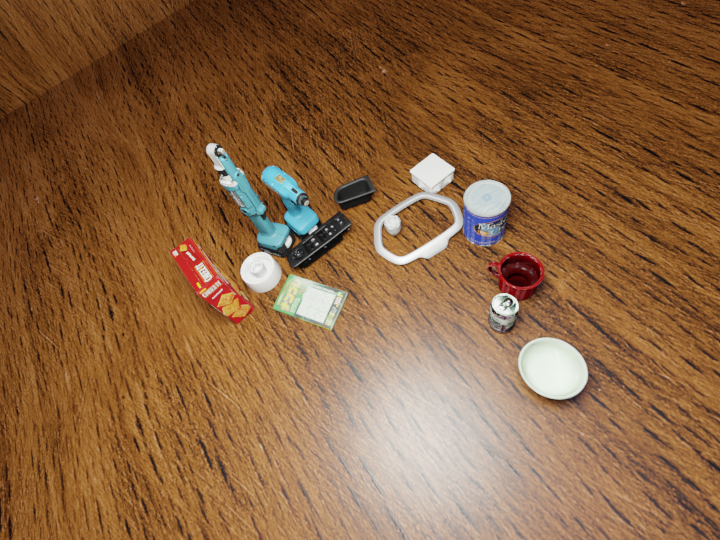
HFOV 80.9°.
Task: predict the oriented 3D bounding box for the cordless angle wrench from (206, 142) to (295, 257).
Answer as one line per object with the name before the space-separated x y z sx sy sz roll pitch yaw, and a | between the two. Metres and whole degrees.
cordless angle wrench | -0.277 -0.168 1.064 0.102 0.404 0.075 16 67 21

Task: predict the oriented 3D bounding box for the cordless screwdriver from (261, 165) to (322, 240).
cordless screwdriver | -0.163 -0.160 1.124 0.074 0.237 0.167 -44 61 -12

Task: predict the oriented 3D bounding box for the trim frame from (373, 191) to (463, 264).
trim frame | 0.150 -0.115 1.128 0.248 0.026 0.193 -33 57 -3

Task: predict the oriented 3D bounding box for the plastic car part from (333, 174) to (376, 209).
plastic car part | -0.017 -0.212 1.210 0.117 0.068 0.069 -23 58 3

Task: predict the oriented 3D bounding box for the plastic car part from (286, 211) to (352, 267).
plastic car part | -0.114 -0.074 1.163 0.202 0.064 0.070 -36 59 -5
